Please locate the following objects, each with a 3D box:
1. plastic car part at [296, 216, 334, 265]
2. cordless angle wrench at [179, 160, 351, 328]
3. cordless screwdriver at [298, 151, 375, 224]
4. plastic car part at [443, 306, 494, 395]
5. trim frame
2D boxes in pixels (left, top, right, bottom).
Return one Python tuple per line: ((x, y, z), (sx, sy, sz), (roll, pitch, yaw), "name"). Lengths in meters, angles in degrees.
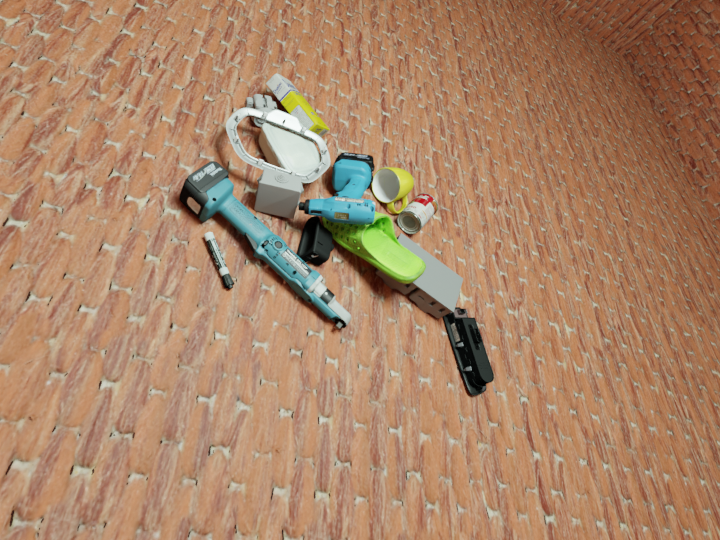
((-0.090, -0.059, 0.917), (0.068, 0.068, 0.119), (35, 45, -28), "plastic car part")
((-0.177, -0.040, 0.848), (0.422, 0.075, 0.097), (43, 50, -1), "cordless angle wrench")
((-0.045, -0.188, 0.960), (0.160, 0.072, 0.254), (4, 37, 2), "cordless screwdriver")
((0.250, 0.173, 0.953), (0.063, 0.068, 0.209), (9, 60, -34), "plastic car part")
((-0.178, -0.286, 0.946), (0.241, 0.028, 0.189), (15, 54, -17), "trim frame")
